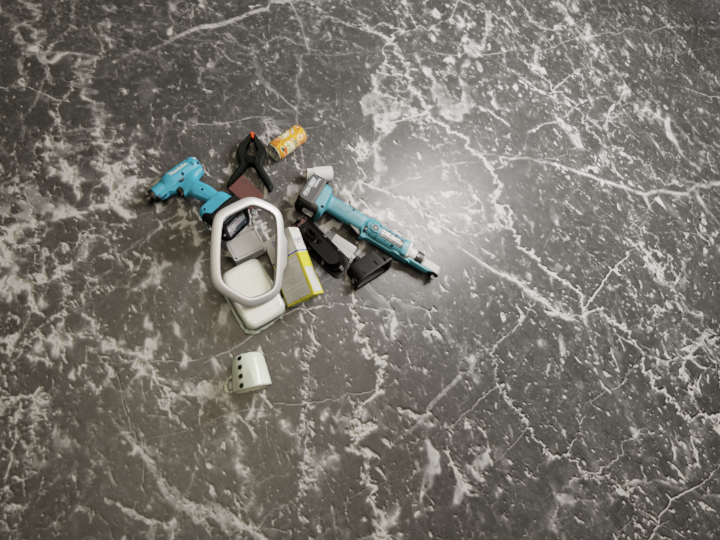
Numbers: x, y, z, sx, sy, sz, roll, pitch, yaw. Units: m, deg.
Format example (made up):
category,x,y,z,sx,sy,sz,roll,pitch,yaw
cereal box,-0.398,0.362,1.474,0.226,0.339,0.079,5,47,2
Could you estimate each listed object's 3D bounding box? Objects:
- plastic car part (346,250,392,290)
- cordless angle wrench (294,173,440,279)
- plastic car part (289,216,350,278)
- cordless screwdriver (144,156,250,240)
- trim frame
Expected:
category,x,y,z,sx,sy,sz,roll,pitch,yaw
plastic car part,0.014,-0.009,1.087,0.115,0.064,0.074,-29,66,-16
cordless angle wrench,0.029,-0.103,1.114,0.421,0.074,0.098,31,68,-2
plastic car part,-0.102,-0.067,1.040,0.065,0.065,0.212,-36,64,-17
cordless screwdriver,-0.397,-0.165,1.024,0.259,0.072,0.158,38,68,21
trim frame,-0.248,-0.043,0.958,0.177,0.028,0.250,1,85,-27
